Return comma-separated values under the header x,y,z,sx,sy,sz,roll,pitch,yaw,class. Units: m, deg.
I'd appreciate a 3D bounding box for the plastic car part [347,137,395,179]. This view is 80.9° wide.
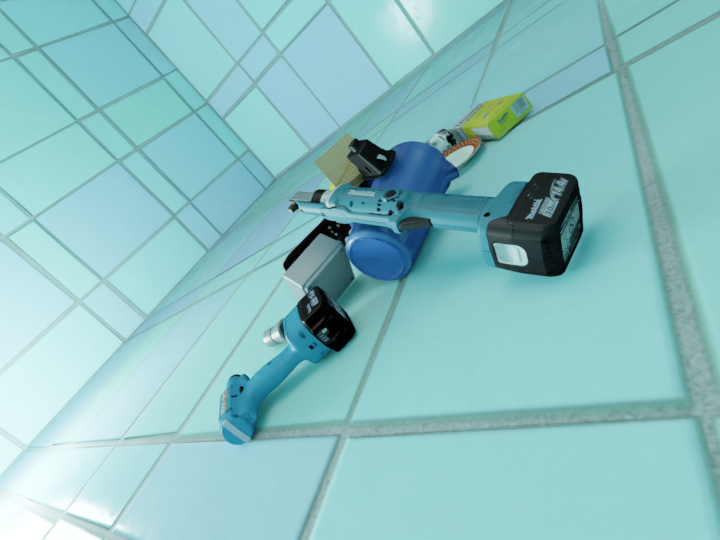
x,y,z,sx,sy,sz,roll,pitch,yaw,class
0.011,-0.201,0.737,0.066,0.069,0.119,-55,13,4,plastic car part

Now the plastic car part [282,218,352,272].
x,y,z,sx,sy,sz,roll,pitch,yaw,class
-0.092,-0.060,0.939,0.202,0.065,0.068,-45,9,-8,plastic car part

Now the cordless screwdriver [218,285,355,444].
x,y,z,sx,sy,sz,roll,pitch,yaw,class
-0.128,0.137,0.670,0.248,0.072,0.164,-47,20,-1,cordless screwdriver

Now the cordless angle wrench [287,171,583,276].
x,y,z,sx,sy,sz,roll,pitch,yaw,class
0.050,-0.082,0.570,0.446,0.071,0.097,13,55,42,cordless angle wrench

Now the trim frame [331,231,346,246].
x,y,z,sx,sy,sz,roll,pitch,yaw,class
-0.076,-0.051,1.004,0.189,0.027,0.249,-28,24,36,trim frame
